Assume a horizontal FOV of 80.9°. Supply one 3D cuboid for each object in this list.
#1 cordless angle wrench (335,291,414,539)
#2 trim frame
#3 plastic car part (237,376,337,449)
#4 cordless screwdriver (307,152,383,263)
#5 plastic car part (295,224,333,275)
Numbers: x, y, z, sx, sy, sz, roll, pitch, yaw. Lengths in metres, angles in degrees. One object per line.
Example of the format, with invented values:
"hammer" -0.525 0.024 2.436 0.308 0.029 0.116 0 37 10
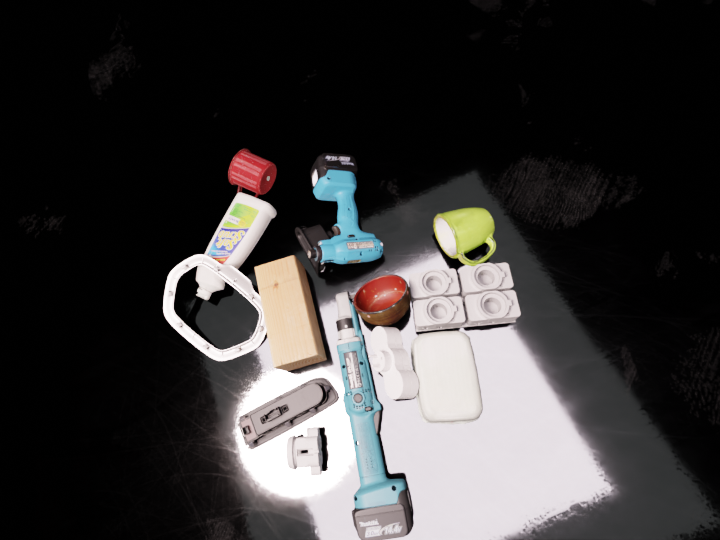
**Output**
"cordless angle wrench" 0.001 0.240 0.783 0.099 0.071 0.436 -14 65 5
"trim frame" -0.309 0.077 0.898 0.252 0.027 0.184 38 89 8
"plastic car part" -0.144 0.265 0.809 0.202 0.064 0.069 -27 61 -2
"cordless screwdriver" -0.057 -0.130 0.906 0.154 0.074 0.256 -6 66 -23
"plastic car part" -0.091 -0.059 0.926 0.070 0.064 0.121 -21 63 -15
